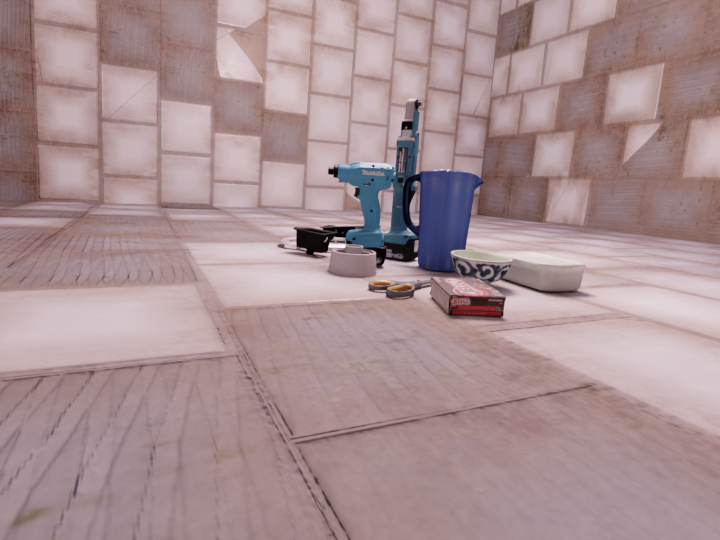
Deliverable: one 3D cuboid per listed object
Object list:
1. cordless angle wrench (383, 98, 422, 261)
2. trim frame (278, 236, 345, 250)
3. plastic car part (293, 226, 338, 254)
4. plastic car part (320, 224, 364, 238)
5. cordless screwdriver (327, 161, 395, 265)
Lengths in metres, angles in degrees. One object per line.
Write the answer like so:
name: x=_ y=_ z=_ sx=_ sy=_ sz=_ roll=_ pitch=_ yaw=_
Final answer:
cordless angle wrench: x=0.118 y=-0.239 z=1.129 sx=0.103 sy=0.419 sz=0.071 roll=9 pitch=9 yaw=30
trim frame: x=-0.124 y=-0.081 z=1.270 sx=0.253 sy=0.027 sz=0.183 roll=5 pitch=11 yaw=9
plastic car part: x=-0.128 y=-0.078 z=1.142 sx=0.122 sy=0.070 sz=0.063 roll=10 pitch=11 yaw=32
plastic car part: x=-0.038 y=-0.128 z=1.429 sx=0.202 sy=0.066 sz=0.067 roll=3 pitch=10 yaw=-3
cordless screwdriver: x=-0.005 y=-0.137 z=1.023 sx=0.159 sy=0.246 sz=0.075 roll=4 pitch=8 yaw=-2
